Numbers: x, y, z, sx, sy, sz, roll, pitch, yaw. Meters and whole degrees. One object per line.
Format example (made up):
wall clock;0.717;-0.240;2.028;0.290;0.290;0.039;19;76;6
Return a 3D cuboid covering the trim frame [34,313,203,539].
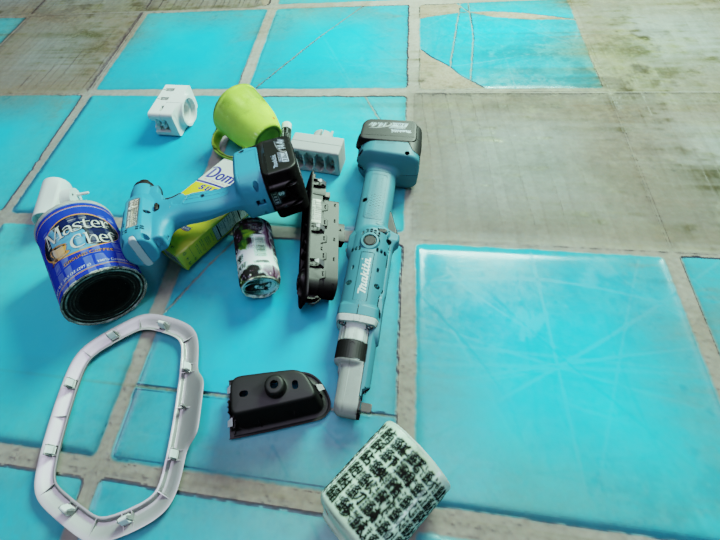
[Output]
trim frame;-0.271;0.162;0.488;0.185;0.026;0.256;-5;55;2

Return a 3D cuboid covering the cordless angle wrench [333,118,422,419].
cordless angle wrench;0.015;-0.027;0.557;0.100;0.072;0.430;5;60;9

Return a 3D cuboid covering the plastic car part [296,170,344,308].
plastic car part;-0.057;-0.037;0.580;0.065;0.066;0.208;15;54;-17

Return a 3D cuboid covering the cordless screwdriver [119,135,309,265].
cordless screwdriver;-0.203;-0.110;0.578;0.248;0.071;0.167;-21;47;-3

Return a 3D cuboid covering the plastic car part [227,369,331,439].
plastic car part;-0.095;0.135;0.460;0.117;0.068;0.068;-11;58;1
